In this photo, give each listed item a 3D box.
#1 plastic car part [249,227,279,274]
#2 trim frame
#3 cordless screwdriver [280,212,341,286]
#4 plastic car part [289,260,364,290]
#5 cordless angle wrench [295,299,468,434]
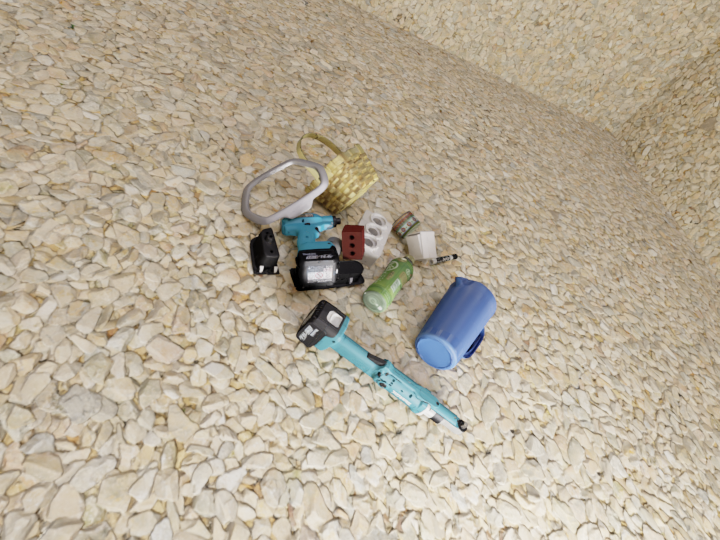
[{"bbox_3d":[-0.225,-0.055,1.014,0.063,0.071,0.121,3,55,-31],"label":"plastic car part"},{"bbox_3d":[-0.202,-0.210,1.111,0.246,0.026,0.194,-33,57,-12],"label":"trim frame"},{"bbox_3d":[-0.100,-0.066,1.028,0.156,0.072,0.261,-7,36,-14],"label":"cordless screwdriver"},{"bbox_3d":[-0.072,0.004,1.058,0.194,0.067,0.069,0,46,-33],"label":"plastic car part"},{"bbox_3d":[0.056,0.227,0.922,0.421,0.098,0.074,37,44,-2],"label":"cordless angle wrench"}]
